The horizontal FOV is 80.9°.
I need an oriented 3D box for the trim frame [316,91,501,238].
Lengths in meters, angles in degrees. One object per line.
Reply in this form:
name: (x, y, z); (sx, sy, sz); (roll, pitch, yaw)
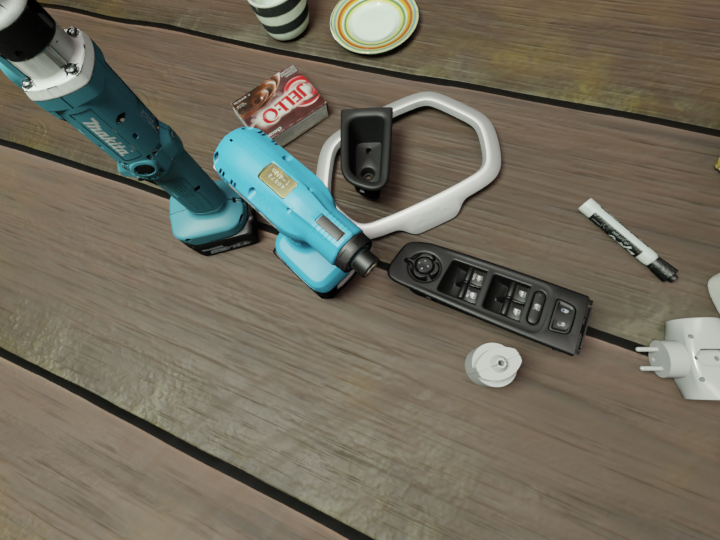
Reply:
trim frame: (0.056, -0.138, 0.555); (0.249, 0.026, 0.190); (-26, 70, 1)

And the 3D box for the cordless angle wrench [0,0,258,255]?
cordless angle wrench: (-0.202, -0.114, 0.390); (0.098, 0.410, 0.076); (-14, 74, 2)

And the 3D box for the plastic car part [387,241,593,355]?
plastic car part: (0.132, 0.025, 0.468); (0.209, 0.065, 0.066); (23, 78, 16)

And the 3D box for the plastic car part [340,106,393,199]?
plastic car part: (0.009, -0.141, 0.542); (0.067, 0.069, 0.118); (0, 73, 8)

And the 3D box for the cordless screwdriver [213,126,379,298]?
cordless screwdriver: (-0.041, -0.027, 0.423); (0.165, 0.241, 0.074); (42, 82, 16)
